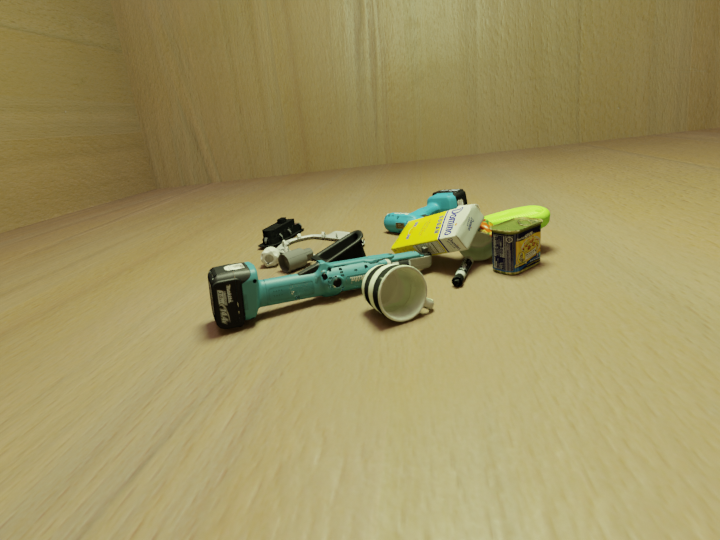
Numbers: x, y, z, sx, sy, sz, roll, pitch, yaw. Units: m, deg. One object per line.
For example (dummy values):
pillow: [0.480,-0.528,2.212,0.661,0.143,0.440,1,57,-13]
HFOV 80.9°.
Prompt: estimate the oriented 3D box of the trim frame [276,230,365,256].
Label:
trim frame: [-0.107,-0.070,1.093,0.262,0.027,0.178,9,24,43]

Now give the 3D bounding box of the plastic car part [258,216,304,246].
plastic car part: [-0.229,-0.115,1.222,0.068,0.065,0.202,5,24,15]

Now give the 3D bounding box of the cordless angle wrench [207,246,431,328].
cordless angle wrench: [-0.053,0.013,0.761,0.412,0.096,0.078,-10,17,-20]

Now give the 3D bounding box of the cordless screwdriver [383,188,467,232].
cordless screwdriver: [0.202,-0.156,1.145,0.241,0.073,0.167,-25,22,-33]

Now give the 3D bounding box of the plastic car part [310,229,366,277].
plastic car part: [-0.031,-0.024,0.866,0.115,0.068,0.069,-31,25,-16]
